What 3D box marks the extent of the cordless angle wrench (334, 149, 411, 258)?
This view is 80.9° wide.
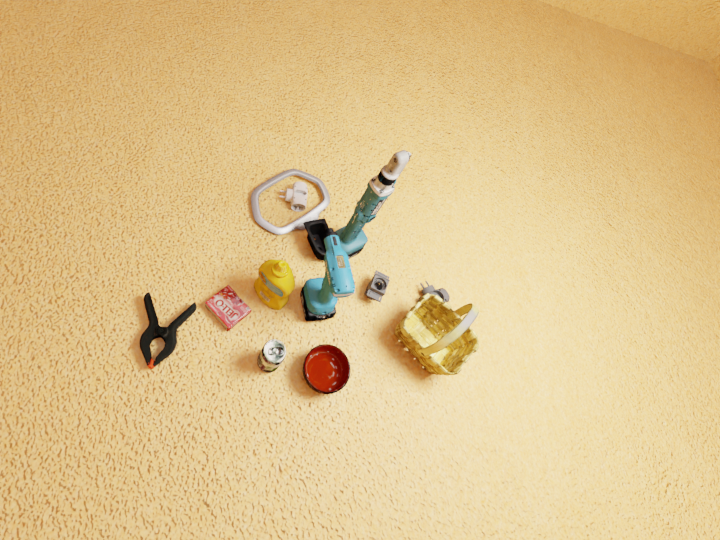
[{"bbox_3d":[0.015,-0.146,1.021,0.095,0.423,0.076,-26,77,-28],"label":"cordless angle wrench"}]

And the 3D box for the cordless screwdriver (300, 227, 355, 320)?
[{"bbox_3d":[-0.084,0.019,1.007,0.072,0.248,0.164,-4,67,-22],"label":"cordless screwdriver"}]

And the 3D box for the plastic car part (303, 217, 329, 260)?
[{"bbox_3d":[-0.113,-0.074,1.152,0.064,0.071,0.120,-13,68,-24],"label":"plastic car part"}]

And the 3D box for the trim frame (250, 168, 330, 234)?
[{"bbox_3d":[-0.201,-0.200,1.220,0.244,0.027,0.188,-38,78,-29],"label":"trim frame"}]
